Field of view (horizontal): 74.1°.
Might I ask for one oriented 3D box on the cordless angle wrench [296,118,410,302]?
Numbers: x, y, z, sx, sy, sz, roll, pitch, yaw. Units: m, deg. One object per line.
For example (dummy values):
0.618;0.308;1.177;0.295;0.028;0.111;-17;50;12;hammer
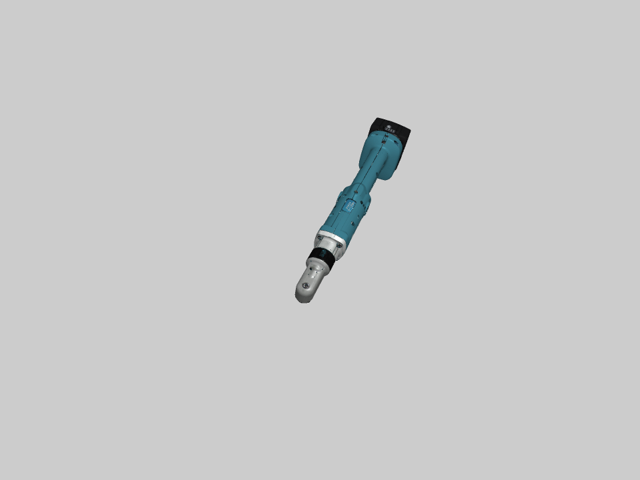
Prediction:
0.056;-0.063;0.731;0.074;0.421;0.098;23;-38;9;cordless angle wrench
